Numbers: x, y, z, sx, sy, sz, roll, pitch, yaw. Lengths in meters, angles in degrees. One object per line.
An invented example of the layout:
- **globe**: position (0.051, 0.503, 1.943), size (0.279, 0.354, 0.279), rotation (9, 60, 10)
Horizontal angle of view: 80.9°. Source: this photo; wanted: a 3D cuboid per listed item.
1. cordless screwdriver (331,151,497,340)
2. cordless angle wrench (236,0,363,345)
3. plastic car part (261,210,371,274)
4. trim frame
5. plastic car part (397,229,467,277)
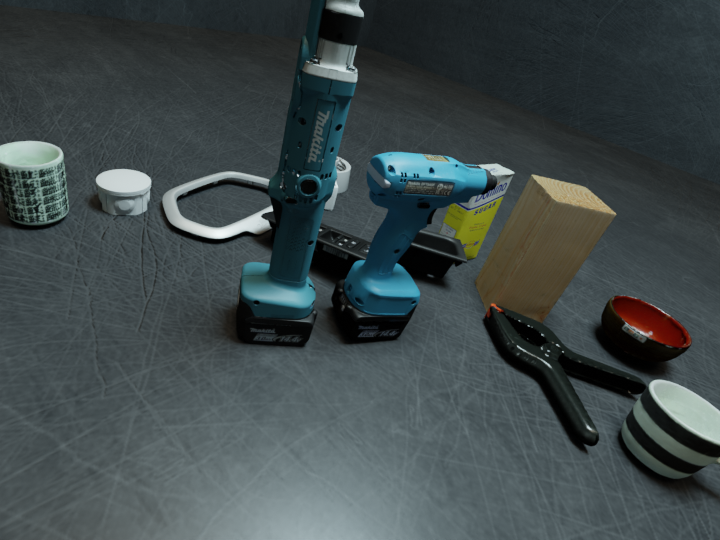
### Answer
- **cordless screwdriver**: position (0.060, -0.025, 0.527), size (0.154, 0.245, 0.078), rotation (0, 37, -24)
- **cordless angle wrench**: position (-0.058, -0.096, 0.432), size (0.096, 0.416, 0.077), rotation (8, 34, -16)
- **plastic car part**: position (-0.065, -0.043, 0.667), size (0.210, 0.066, 0.065), rotation (26, 35, 17)
- **trim frame**: position (-0.231, -0.121, 0.754), size (0.191, 0.027, 0.243), rotation (27, 36, 19)
- **plastic car part**: position (0.104, -0.024, 0.699), size (0.116, 0.070, 0.067), rotation (13, 33, -3)
